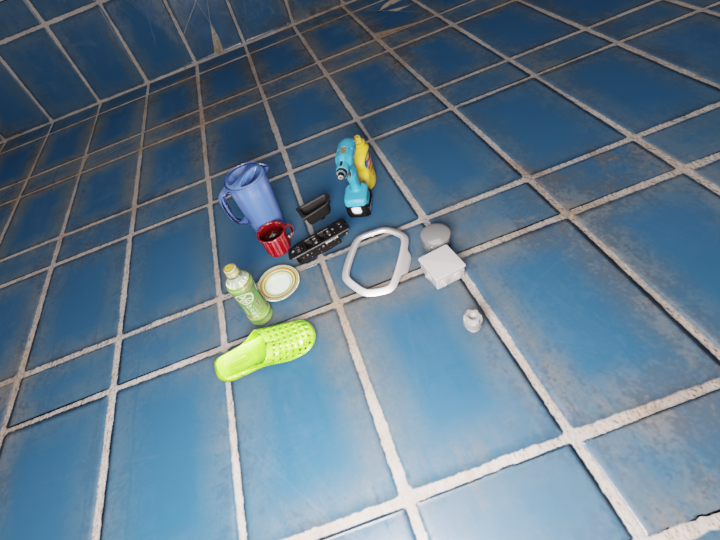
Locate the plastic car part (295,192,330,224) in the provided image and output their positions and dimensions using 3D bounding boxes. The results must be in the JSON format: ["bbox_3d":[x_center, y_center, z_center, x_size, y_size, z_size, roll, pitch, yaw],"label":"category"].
[{"bbox_3d":[-0.141,-0.192,1.379,0.116,0.067,0.069,-29,48,-7],"label":"plastic car part"}]

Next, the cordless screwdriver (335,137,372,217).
[{"bbox_3d":[-0.026,-0.257,1.278,0.076,0.237,0.163,-3,50,14],"label":"cordless screwdriver"}]

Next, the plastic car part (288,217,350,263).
[{"bbox_3d":[-0.125,-0.082,1.282,0.202,0.064,0.070,-27,48,-4],"label":"plastic car part"}]

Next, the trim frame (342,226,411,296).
[{"bbox_3d":[0.048,-0.029,1.201,0.191,0.026,0.251,3,52,22],"label":"trim frame"}]
